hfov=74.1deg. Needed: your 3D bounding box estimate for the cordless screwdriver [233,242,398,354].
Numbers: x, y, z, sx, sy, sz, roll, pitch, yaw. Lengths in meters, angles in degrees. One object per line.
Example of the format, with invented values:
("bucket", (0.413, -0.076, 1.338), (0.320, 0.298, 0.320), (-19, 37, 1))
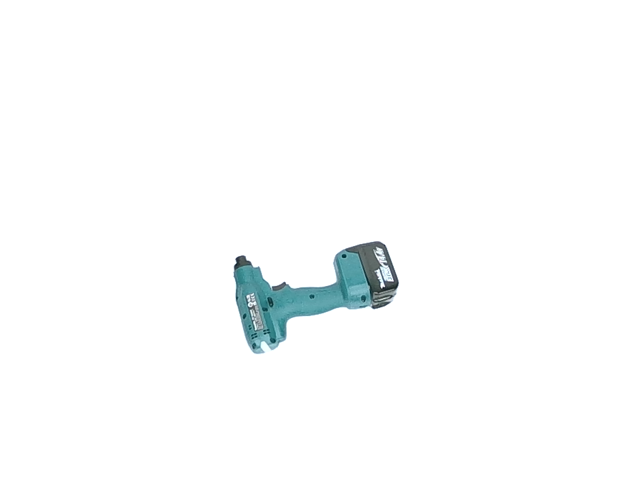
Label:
("cordless screwdriver", (-0.012, 0.067, 0.677), (0.248, 0.159, 0.074), (-18, -26, -5))
